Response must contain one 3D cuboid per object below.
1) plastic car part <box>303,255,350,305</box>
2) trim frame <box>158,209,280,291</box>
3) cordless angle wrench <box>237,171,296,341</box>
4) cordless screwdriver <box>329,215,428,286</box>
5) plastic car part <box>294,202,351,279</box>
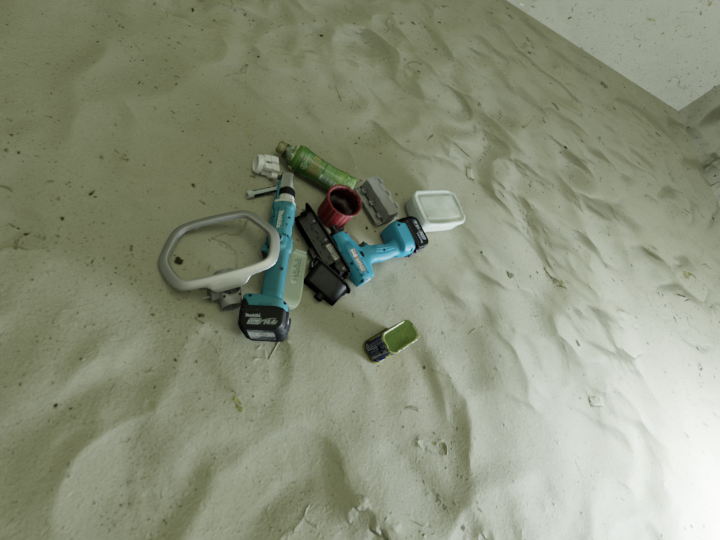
[{"bbox_3d":[-0.083,0.034,0.960,0.116,0.067,0.070,44,67,-3],"label":"plastic car part"},{"bbox_3d":[-0.288,-0.042,0.869,0.244,0.027,0.192,-16,57,-15],"label":"trim frame"},{"bbox_3d":[-0.183,-0.058,0.934,0.099,0.072,0.434,0,58,3],"label":"cordless angle wrench"},{"bbox_3d":[0.044,-0.075,1.069,0.242,0.075,0.162,-26,81,-32],"label":"cordless screwdriver"},{"bbox_3d":[-0.098,-0.064,1.007,0.066,0.065,0.208,-25,76,-11],"label":"plastic car part"}]
